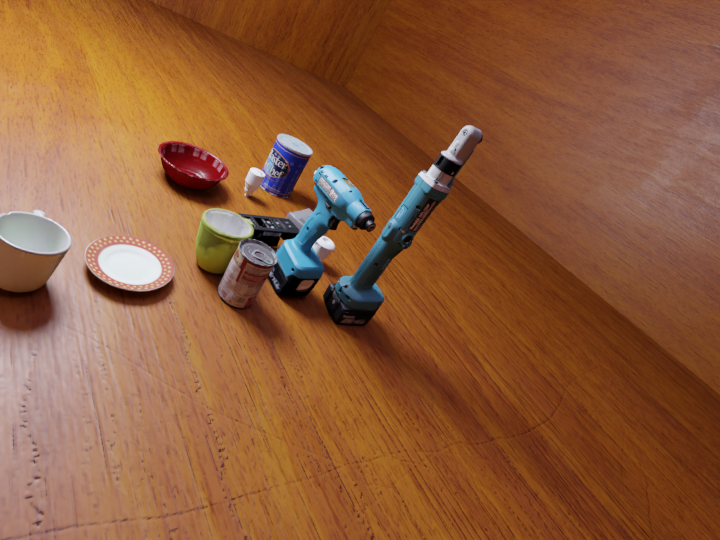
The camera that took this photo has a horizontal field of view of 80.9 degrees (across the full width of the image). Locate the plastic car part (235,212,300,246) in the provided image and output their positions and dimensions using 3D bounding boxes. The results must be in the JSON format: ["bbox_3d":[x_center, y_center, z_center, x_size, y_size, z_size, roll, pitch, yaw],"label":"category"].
[{"bbox_3d":[-0.226,-0.083,0.869,0.193,0.067,0.070,7,37,-40],"label":"plastic car part"}]

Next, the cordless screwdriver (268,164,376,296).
[{"bbox_3d":[-0.075,-0.049,0.766,0.071,0.248,0.167,5,39,-45],"label":"cordless screwdriver"}]

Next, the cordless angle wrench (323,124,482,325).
[{"bbox_3d":[0.072,-0.070,0.760,0.093,0.423,0.078,11,35,-38],"label":"cordless angle wrench"}]
